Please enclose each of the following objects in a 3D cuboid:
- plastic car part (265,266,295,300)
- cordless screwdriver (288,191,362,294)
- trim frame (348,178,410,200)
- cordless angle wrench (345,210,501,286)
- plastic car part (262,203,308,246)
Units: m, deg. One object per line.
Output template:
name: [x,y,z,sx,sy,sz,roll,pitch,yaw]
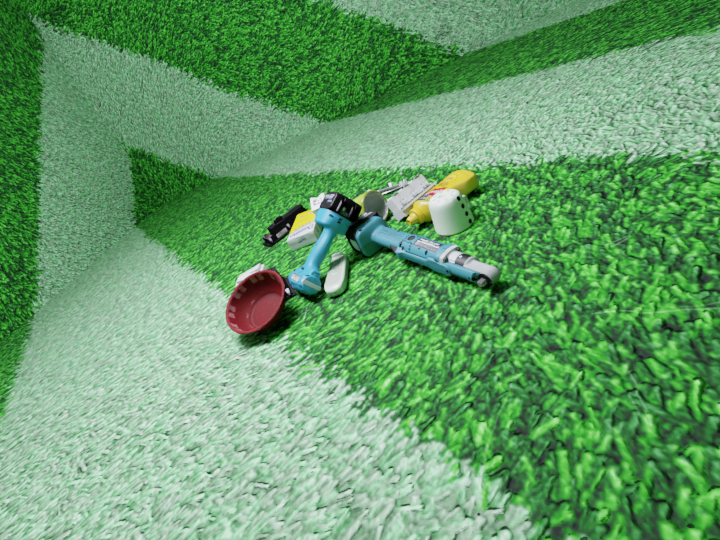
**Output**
plastic car part: [-0.214,0.029,1.058,0.066,0.068,0.122,-31,29,-5]
cordless screwdriver: [-0.100,-0.065,1.018,0.249,0.071,0.165,-65,24,-6]
trim frame: [0.033,-0.225,1.251,0.258,0.027,0.181,-11,17,30]
cordless angle wrench: [0.112,-0.045,0.871,0.097,0.071,0.445,-38,30,-16]
plastic car part: [-0.254,-0.162,1.438,0.200,0.065,0.069,-38,19,-22]
